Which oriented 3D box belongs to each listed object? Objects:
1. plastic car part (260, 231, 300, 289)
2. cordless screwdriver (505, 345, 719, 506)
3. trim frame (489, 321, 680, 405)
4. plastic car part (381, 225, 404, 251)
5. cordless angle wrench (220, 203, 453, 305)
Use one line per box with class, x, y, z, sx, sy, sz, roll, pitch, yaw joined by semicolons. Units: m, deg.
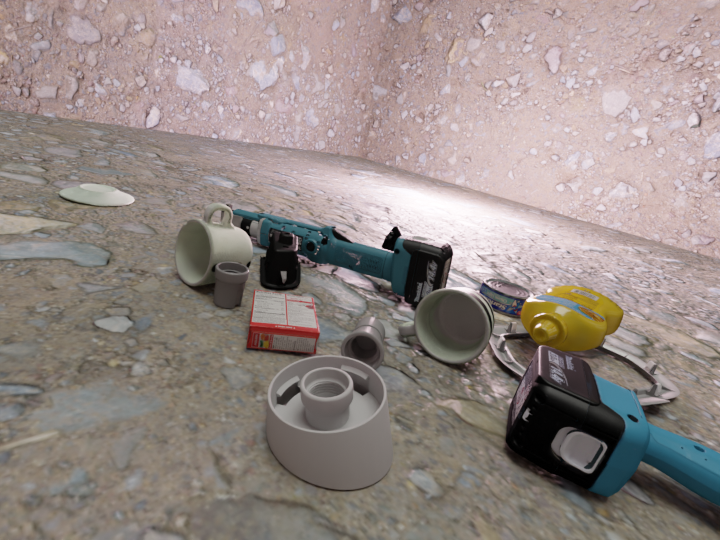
plastic car part;-0.115;-0.024;0.628;0.065;0.070;0.120;8;16;-12
cordless screwdriver;0.248;0.160;0.319;0.257;0.073;0.156;21;20;15
trim frame;0.278;0.114;0.538;0.239;0.027;0.193;5;21;-25
plastic car part;0.078;-0.035;0.794;0.066;0.066;0.207;20;17;-11
cordless angle wrench;-0.069;-0.045;0.709;0.441;0.097;0.072;16;17;25
